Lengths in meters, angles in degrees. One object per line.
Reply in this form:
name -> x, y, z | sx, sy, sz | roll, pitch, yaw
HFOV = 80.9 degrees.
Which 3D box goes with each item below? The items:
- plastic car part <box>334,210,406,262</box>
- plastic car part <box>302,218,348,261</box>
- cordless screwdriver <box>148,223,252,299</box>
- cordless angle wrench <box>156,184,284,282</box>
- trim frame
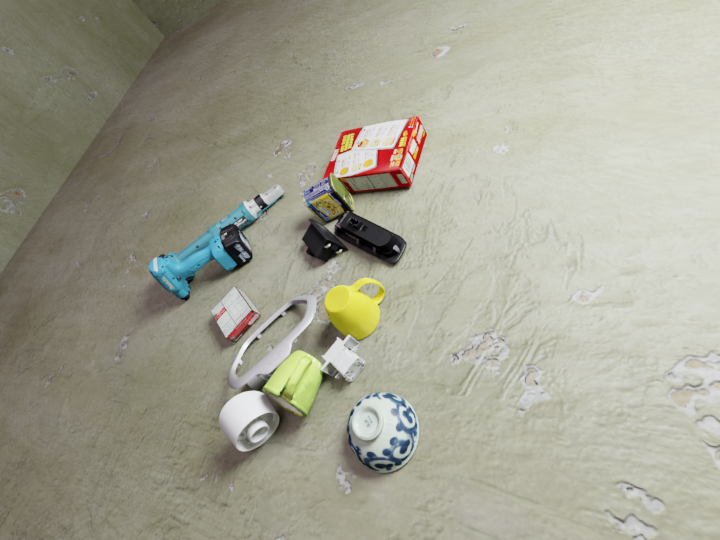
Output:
plastic car part -> 0.014, -0.083, 0.904 | 0.066, 0.063, 0.215 | -46, 48, -12
plastic car part -> -0.095, -0.062, 0.968 | 0.071, 0.062, 0.123 | -56, 42, 8
cordless screwdriver -> -0.404, -0.012, 1.110 | 0.248, 0.152, 0.078 | -24, 50, -2
cordless angle wrench -> -0.389, -0.104, 1.178 | 0.424, 0.093, 0.078 | -36, 43, 4
trim frame -> -0.180, 0.141, 0.861 | 0.248, 0.026, 0.190 | -42, 22, 0
